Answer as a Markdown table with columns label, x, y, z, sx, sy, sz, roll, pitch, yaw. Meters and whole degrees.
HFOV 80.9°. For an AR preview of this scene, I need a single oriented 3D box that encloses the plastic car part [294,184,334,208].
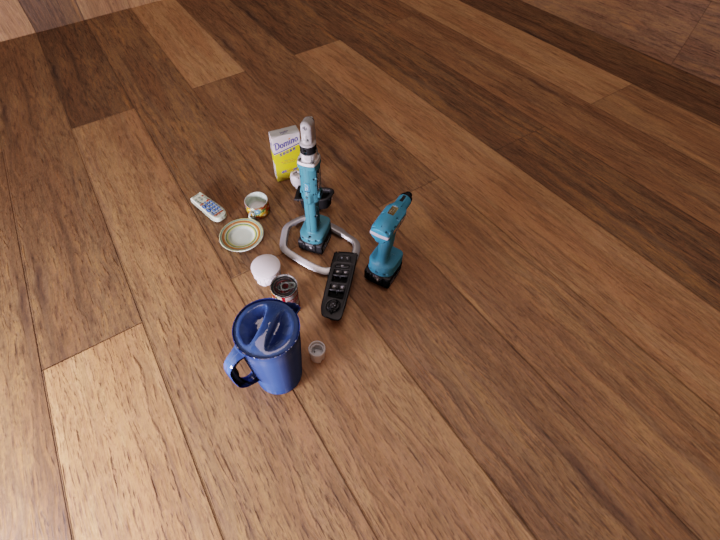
| label | x | y | z | sx | sy | sz | roll | pitch | yaw |
| --- | --- | --- | --- | --- | --- | --- | --- | --- | --- |
| plastic car part | -0.140 | -0.216 | 1.307 | 0.118 | 0.068 | 0.067 | 7 | 53 | 7 |

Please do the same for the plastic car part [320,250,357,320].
| label | x | y | z | sx | sy | sz | roll | pitch | yaw |
| --- | --- | --- | --- | --- | --- | --- | --- | --- | --- |
| plastic car part | -0.057 | 0.046 | 1.104 | 0.067 | 0.065 | 0.206 | 8 | 53 | 6 |

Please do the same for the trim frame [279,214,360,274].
| label | x | y | z | sx | sy | sz | roll | pitch | yaw |
| --- | --- | --- | --- | --- | --- | --- | --- | --- | --- |
| trim frame | -0.120 | -0.078 | 1.227 | 0.258 | 0.026 | 0.183 | 26 | 58 | 21 |

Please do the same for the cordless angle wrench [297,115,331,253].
| label | x | y | z | sx | sy | sz | roll | pitch | yaw |
| --- | --- | --- | --- | --- | --- | --- | --- | --- | --- |
| cordless angle wrench | -0.125 | -0.204 | 1.082 | 0.076 | 0.410 | 0.099 | 17 | 55 | 10 |

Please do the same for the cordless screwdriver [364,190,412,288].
| label | x | y | z | sx | sy | sz | roll | pitch | yaw |
| --- | --- | --- | --- | --- | --- | --- | --- | --- | --- |
| cordless screwdriver | 0.077 | -0.077 | 1.081 | 0.077 | 0.241 | 0.158 | 26 | 57 | 17 |
